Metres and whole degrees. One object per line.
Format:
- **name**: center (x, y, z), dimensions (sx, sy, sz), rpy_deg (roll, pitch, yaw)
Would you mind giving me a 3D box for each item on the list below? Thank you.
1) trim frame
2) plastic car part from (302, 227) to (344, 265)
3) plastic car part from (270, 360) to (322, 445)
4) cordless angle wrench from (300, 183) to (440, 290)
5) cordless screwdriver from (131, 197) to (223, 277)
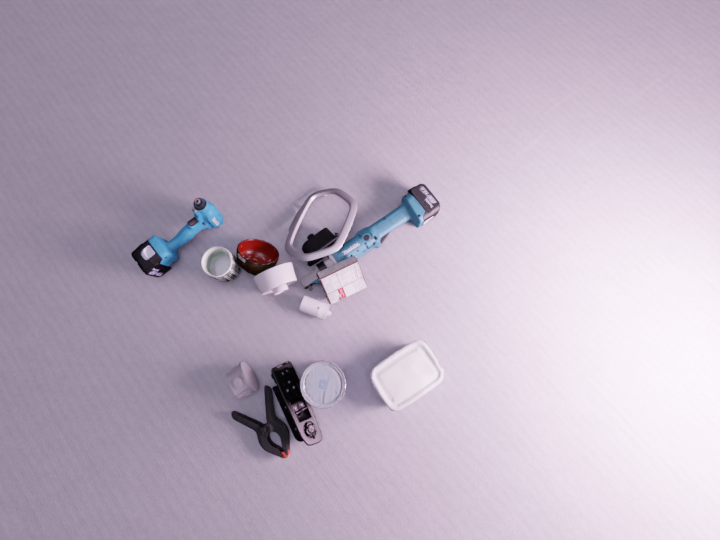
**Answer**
- **trim frame**: center (-0.109, -0.127, 1.139), dimensions (0.192, 0.026, 0.251), rpy_deg (7, 61, 24)
- **plastic car part**: center (-0.112, -0.073, 1.147), dimensions (0.116, 0.063, 0.074), rpy_deg (-32, 67, -5)
- **plastic car part**: center (-0.165, 0.331, 1.030), dimensions (0.068, 0.063, 0.209), rpy_deg (-41, 71, 29)
- **cordless angle wrench**: center (0.017, -0.081, 1.139), dimensions (0.421, 0.073, 0.100), rpy_deg (-34, 79, -5)
- **cordless screwdriver**: center (-0.482, -0.093, 1.112), dimensions (0.248, 0.157, 0.076), rpy_deg (-40, 82, -7)
